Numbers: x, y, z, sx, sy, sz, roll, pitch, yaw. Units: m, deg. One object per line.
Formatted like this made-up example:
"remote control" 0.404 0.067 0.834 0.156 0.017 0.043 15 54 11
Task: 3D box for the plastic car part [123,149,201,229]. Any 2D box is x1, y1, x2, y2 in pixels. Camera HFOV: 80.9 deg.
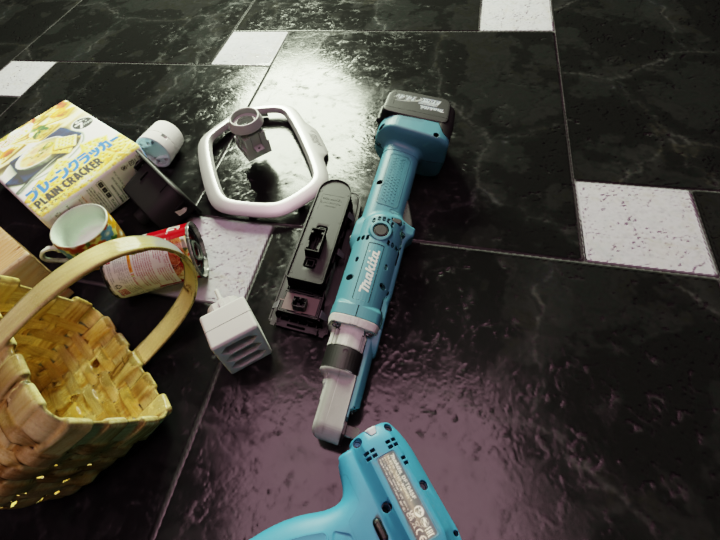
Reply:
"plastic car part" -0.277 -0.096 0.571 0.071 0.063 0.122 -44 63 -5

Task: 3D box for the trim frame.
"trim frame" -0.142 -0.165 0.614 0.183 0.026 0.260 -21 53 -5

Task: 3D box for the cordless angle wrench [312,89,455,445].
"cordless angle wrench" 0.022 -0.032 0.470 0.099 0.072 0.428 14 61 6

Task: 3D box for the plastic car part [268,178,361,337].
"plastic car part" -0.048 -0.031 0.486 0.068 0.064 0.206 7 53 13

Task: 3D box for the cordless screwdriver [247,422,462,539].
"cordless screwdriver" -0.041 0.235 0.292 0.245 0.072 0.167 -24 56 -13
